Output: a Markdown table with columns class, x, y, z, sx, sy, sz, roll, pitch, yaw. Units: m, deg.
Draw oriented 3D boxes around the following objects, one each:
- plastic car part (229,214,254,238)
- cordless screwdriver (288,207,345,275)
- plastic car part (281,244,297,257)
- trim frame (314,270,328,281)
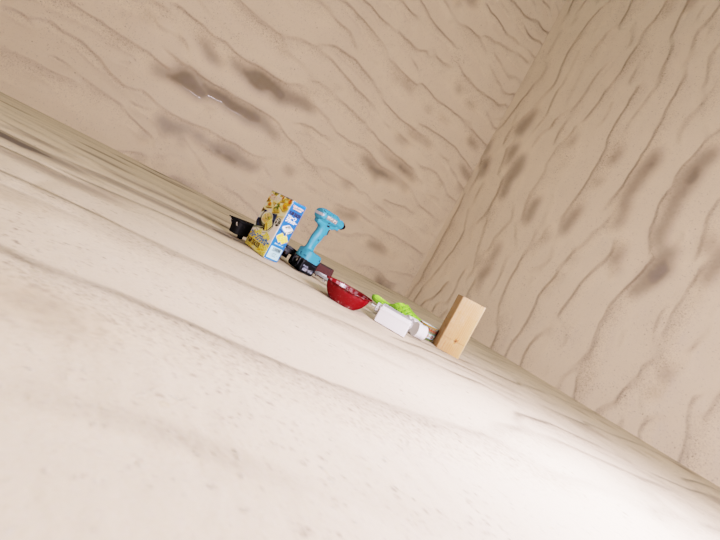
| class | x | y | z | sx | sy | sz | roll | pitch | yaw |
| --- | --- | --- | --- | --- | --- | --- | --- | --- | --- |
| plastic car part | -0.437 | -0.151 | 1.557 | 0.069 | 0.071 | 0.111 | 29 | 2 | 30 |
| cordless screwdriver | -0.155 | -0.101 | 1.583 | 0.079 | 0.248 | 0.150 | 30 | 2 | 40 |
| plastic car part | -0.318 | -0.089 | 1.663 | 0.063 | 0.067 | 0.214 | 27 | 2 | -35 |
| trim frame | -0.077 | 0.065 | 1.634 | 0.238 | 0.027 | 0.192 | 27 | 2 | -26 |
